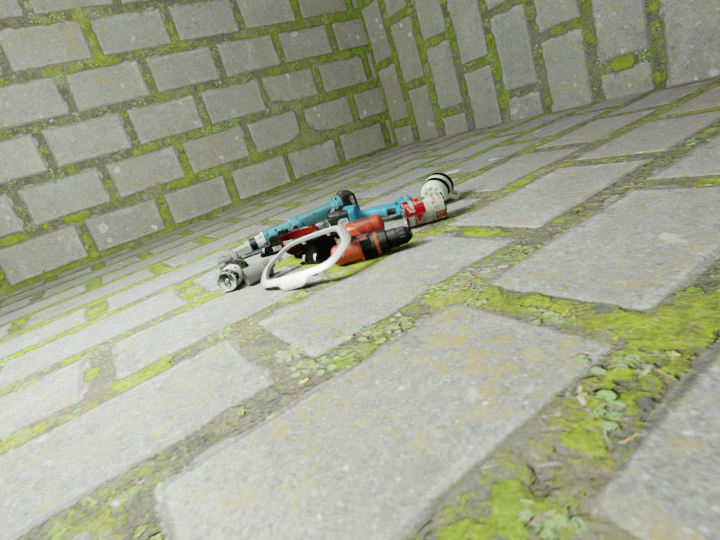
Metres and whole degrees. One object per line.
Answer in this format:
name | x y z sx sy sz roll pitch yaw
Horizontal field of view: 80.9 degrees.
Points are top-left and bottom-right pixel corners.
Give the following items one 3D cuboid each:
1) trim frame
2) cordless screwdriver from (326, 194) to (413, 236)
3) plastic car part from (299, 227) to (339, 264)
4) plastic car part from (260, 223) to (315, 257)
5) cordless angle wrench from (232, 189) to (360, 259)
trim frame | -0.125 -0.028 0.951 0.257 0.026 0.186 -16 35 29
cordless screwdriver | 0.033 -0.154 1.184 0.251 0.073 0.161 -12 18 7
plastic car part | -0.105 -0.068 1.069 0.069 0.069 0.114 -4 25 36
plastic car part | -0.207 -0.096 1.268 0.207 0.066 0.066 -11 10 13
cordless angle wrench | -0.209 -0.139 1.349 0.420 0.095 0.077 -24 19 -7
